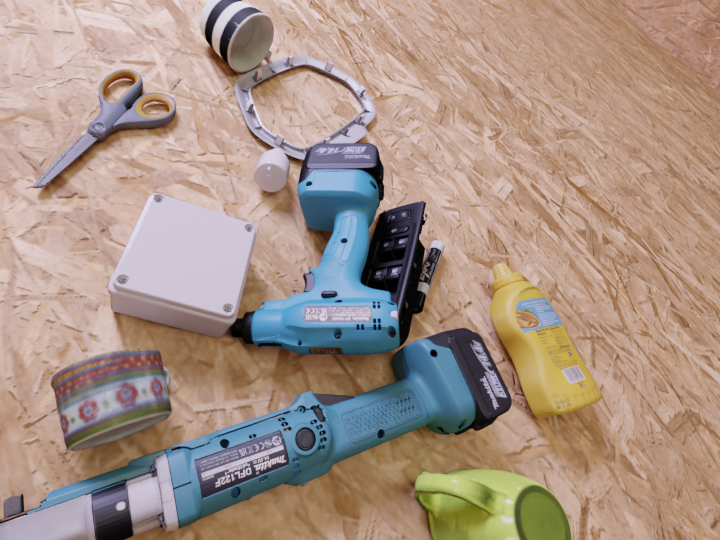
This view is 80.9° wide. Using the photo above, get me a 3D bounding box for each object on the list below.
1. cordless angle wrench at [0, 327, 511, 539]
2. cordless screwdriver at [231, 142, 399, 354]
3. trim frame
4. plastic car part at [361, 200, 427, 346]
[{"bbox_3d":[-0.054,0.144,0.359,0.408,0.074,0.101,-10,67,-28],"label":"cordless angle wrench"},{"bbox_3d":[-0.045,-0.029,0.459,0.161,0.071,0.256,-3,55,6],"label":"cordless screwdriver"},{"bbox_3d":[-0.073,-0.251,0.630,0.185,0.028,0.245,42,49,3],"label":"trim frame"},{"bbox_3d":[0.038,0.009,0.496,0.064,0.069,0.205,59,37,-37],"label":"plastic car part"}]
